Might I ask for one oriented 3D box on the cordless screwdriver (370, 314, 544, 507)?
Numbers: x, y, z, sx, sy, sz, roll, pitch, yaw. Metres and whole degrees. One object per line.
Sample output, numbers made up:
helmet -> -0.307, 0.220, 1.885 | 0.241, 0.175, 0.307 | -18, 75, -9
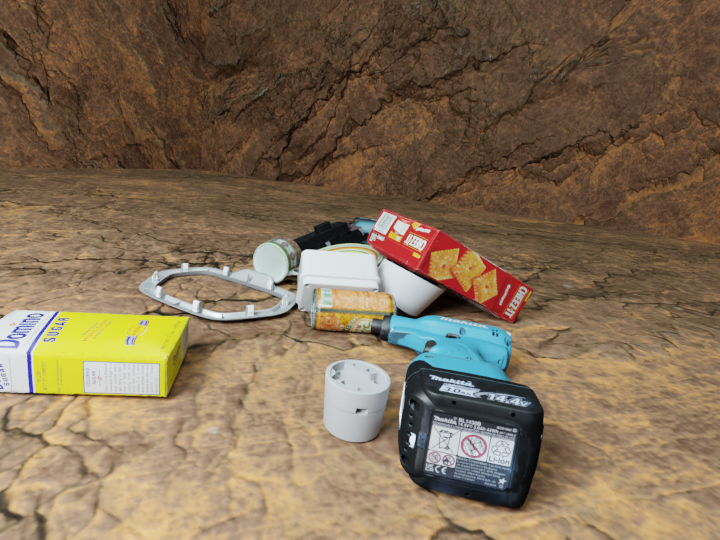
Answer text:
cordless screwdriver -> 0.073, 0.098, 0.409 | 0.163, 0.074, 0.245 | 9, 11, 11

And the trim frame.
trim frame -> -0.215, 0.026, 0.641 | 0.260, 0.027, 0.178 | 12, 15, 28

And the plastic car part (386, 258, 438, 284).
plastic car part -> 0.110, 0.003, 0.806 | 0.112, 0.065, 0.075 | 3, 29, -27

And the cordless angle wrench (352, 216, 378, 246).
cordless angle wrench -> 0.010, -0.036, 0.882 | 0.099, 0.073, 0.425 | 6, 17, 2

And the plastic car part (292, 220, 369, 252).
plastic car part -> -0.080, -0.052, 0.814 | 0.199, 0.065, 0.070 | -30, 30, -25
